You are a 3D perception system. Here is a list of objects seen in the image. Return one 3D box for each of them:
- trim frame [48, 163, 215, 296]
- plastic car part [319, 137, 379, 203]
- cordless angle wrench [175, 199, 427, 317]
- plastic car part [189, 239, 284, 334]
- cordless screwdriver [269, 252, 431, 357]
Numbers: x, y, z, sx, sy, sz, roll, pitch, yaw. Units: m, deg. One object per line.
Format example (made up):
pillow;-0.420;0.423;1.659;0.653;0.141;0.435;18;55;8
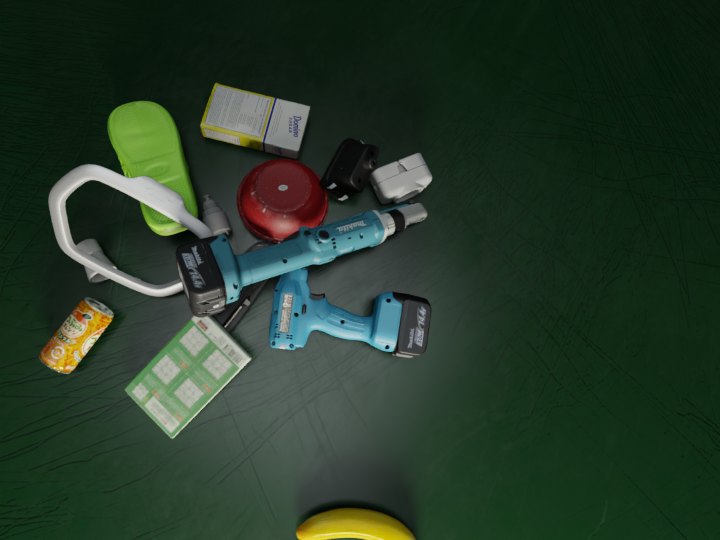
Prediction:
trim frame;-0.335;-0.053;0.630;0.240;0.028;0.185;32;114;-18
plastic car part;-0.007;-0.178;0.726;0.075;0.062;0.117;15;73;43
cordless angle wrench;-0.065;-0.042;0.664;0.412;0.073;0.102;-19;64;-24
plastic car part;-0.201;0.030;0.684;0.068;0.066;0.202;34;75;8
cordless screwdriver;-0.017;0.056;0.683;0.249;0.073;0.161;5;77;1
